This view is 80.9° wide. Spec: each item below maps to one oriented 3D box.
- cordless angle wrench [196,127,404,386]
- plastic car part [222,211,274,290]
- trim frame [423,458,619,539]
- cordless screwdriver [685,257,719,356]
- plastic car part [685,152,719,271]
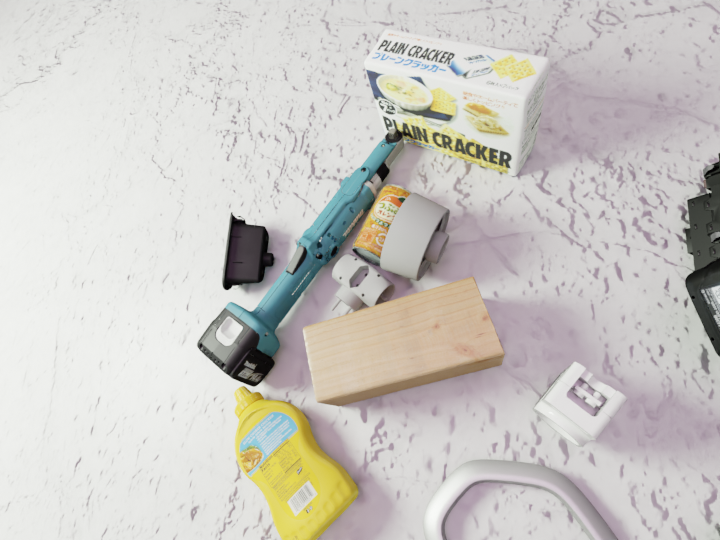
[{"bbox_3d":[-0.059,-0.039,0.604,0.078,0.093,0.422,29,76,25],"label":"cordless angle wrench"},{"bbox_3d":[-0.169,-0.024,0.652,0.071,0.064,0.119,-2,70,2],"label":"plastic car part"},{"bbox_3d":[0.169,0.310,0.400,0.185,0.026,0.259,-32,63,3],"label":"trim frame"},{"bbox_3d":[0.433,0.034,0.362,0.245,0.074,0.163,-13,73,-12],"label":"cordless screwdriver"},{"bbox_3d":[0.384,-0.022,0.443,0.069,0.063,0.206,-27,49,55],"label":"plastic car part"}]
